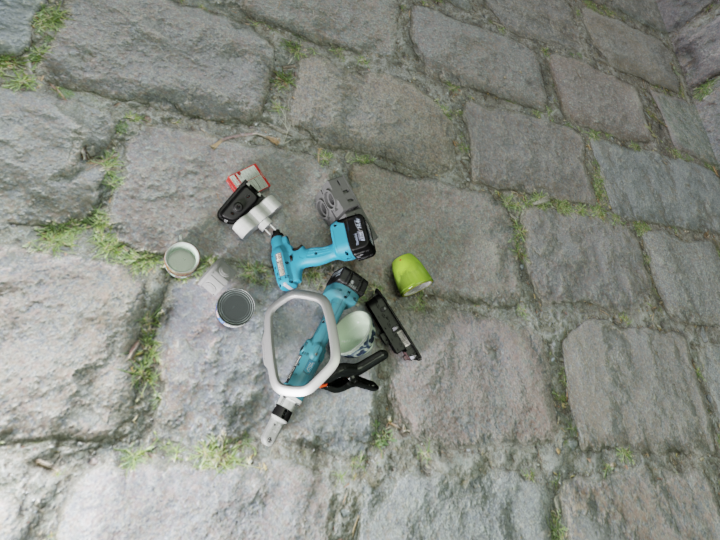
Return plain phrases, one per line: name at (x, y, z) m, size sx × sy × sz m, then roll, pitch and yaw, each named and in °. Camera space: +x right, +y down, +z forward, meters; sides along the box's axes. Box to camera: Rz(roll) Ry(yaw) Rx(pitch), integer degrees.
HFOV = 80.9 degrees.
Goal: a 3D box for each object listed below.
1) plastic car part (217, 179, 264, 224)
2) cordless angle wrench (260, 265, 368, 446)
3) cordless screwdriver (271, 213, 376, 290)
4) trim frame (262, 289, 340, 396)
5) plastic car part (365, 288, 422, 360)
plastic car part at (-0.289, -0.157, 1.012) m, size 0.064 × 0.073 × 0.116 m, roll 43°, pitch 81°, yaw -16°
cordless angle wrench at (-0.109, 0.187, 0.956) m, size 0.073 × 0.100 × 0.424 m, roll 33°, pitch 65°, yaw -14°
cordless screwdriver at (-0.098, -0.064, 1.006) m, size 0.252 × 0.071 × 0.165 m, roll -22°, pitch 65°, yaw 12°
trim frame at (-0.136, 0.151, 0.928) m, size 0.186 × 0.026 × 0.258 m, roll -21°, pitch 57°, yaw 10°
plastic car part at (0.074, 0.143, 1.064) m, size 0.067 × 0.065 × 0.206 m, roll -27°, pitch 82°, yaw -3°
